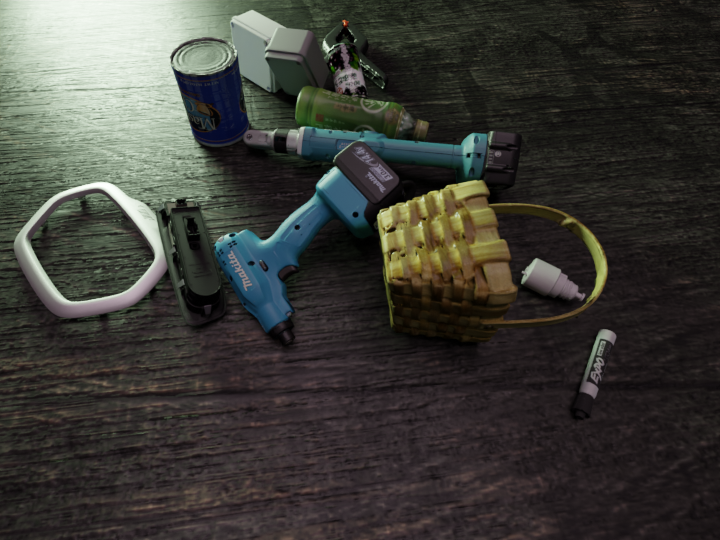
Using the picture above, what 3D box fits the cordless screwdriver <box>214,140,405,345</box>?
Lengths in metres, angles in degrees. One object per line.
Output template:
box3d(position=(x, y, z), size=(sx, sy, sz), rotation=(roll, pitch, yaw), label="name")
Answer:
box3d(position=(-0.052, -0.034, 0.532), size=(0.249, 0.072, 0.164), rotation=(-36, 73, 4), label="cordless screwdriver")

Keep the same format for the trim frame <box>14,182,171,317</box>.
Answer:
box3d(position=(-0.377, -0.036, 0.599), size=(0.182, 0.027, 0.260), rotation=(-40, 63, -22), label="trim frame")

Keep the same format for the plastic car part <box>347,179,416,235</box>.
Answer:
box3d(position=(0.015, -0.112, 0.635), size=(0.114, 0.064, 0.075), rotation=(-23, 47, -20), label="plastic car part")

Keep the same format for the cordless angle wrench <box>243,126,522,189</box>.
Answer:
box3d(position=(0.015, -0.189, 0.662), size=(0.432, 0.096, 0.074), rotation=(9, 96, 12), label="cordless angle wrench")

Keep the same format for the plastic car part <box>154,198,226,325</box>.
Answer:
box3d(position=(-0.224, -0.025, 0.569), size=(0.063, 0.067, 0.211), rotation=(-3, 57, -36), label="plastic car part")
